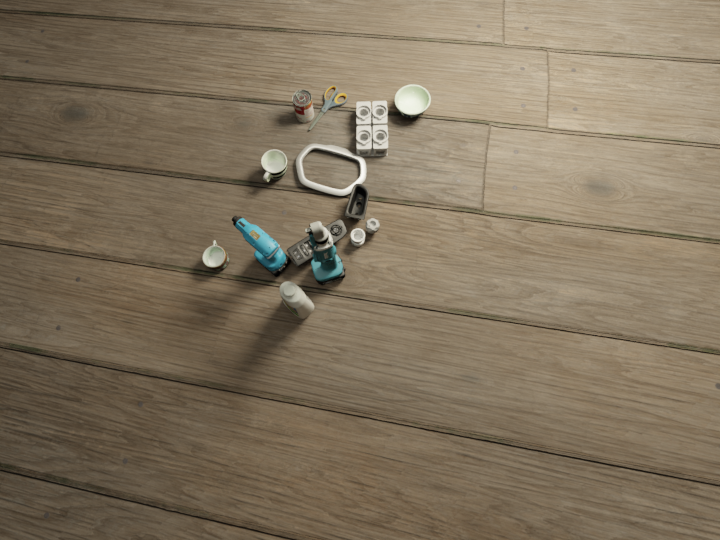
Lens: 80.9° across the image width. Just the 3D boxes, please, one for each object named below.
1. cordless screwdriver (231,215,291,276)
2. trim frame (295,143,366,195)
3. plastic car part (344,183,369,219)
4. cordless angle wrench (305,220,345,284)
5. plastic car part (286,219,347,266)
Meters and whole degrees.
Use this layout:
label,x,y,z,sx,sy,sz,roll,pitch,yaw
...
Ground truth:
label,x,y,z,sx,sy,sz,roll,pitch,yaw
cordless screwdriver,-0.294,-0.073,1.258,0.163,0.243,0.074,40,79,11
trim frame,-0.101,-0.348,1.439,0.253,0.027,0.185,16,75,10
plastic car part,-0.007,-0.213,1.366,0.067,0.069,0.117,13,75,6
cordless angle wrench,-0.098,-0.048,1.143,0.098,0.414,0.076,-18,76,-4
plastic car part,-0.131,-0.086,1.340,0.202,0.065,0.068,-34,75,-6
